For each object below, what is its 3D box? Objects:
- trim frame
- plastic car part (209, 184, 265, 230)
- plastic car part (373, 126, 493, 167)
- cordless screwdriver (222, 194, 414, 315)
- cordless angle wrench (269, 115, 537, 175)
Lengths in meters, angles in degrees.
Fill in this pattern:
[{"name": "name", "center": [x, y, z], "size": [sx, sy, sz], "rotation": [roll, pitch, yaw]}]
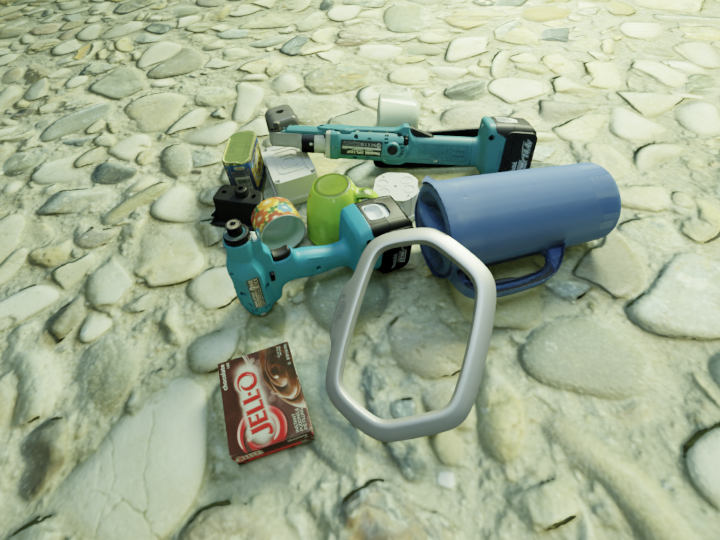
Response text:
[{"name": "trim frame", "center": [0.050, 0.065, 0.486], "size": [0.192, 0.026, 0.250], "rotation": [10, 76, 25]}, {"name": "plastic car part", "center": [-0.197, -0.111, 0.705], "size": [0.121, 0.068, 0.066], "rotation": [9, 53, 19]}, {"name": "plastic car part", "center": [0.123, -0.225, 0.755], "size": [0.205, 0.064, 0.069], "rotation": [-4, 40, 5]}, {"name": "cordless screwdriver", "center": [-0.055, -0.036, 0.562], "size": [0.246, 0.153, 0.078], "rotation": [-19, 51, -11]}, {"name": "cordless angle wrench", "center": [0.055, -0.210, 0.703], "size": [0.428, 0.095, 0.075], "rotation": [5, 32, 7]}]
